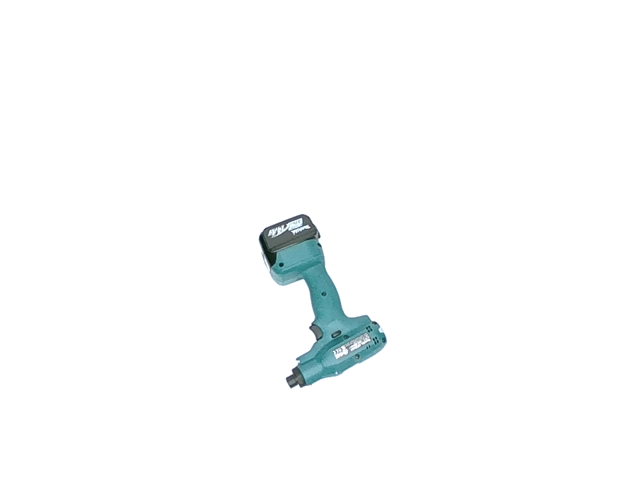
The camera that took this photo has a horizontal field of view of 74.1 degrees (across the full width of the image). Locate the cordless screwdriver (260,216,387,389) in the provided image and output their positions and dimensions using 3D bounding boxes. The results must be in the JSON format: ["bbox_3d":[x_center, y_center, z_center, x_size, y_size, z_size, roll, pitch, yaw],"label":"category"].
[{"bbox_3d":[-0.024,0.094,0.663,0.159,0.249,0.074,-26,-20,-13],"label":"cordless screwdriver"}]
